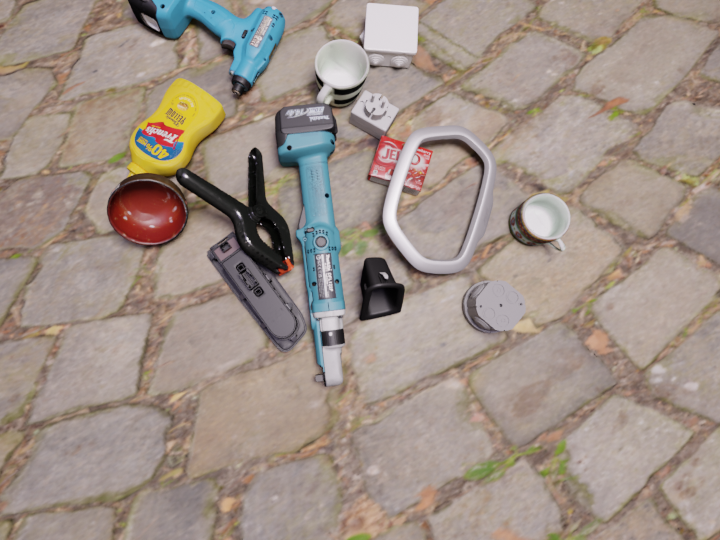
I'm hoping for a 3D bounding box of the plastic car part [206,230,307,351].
[{"bbox_3d":[-0.153,0.028,0.638,0.065,0.067,0.205,-36,85,-16],"label":"plastic car part"}]

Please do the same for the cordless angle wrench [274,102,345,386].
[{"bbox_3d":[-0.063,-0.041,0.649,0.097,0.074,0.427,-7,82,-4],"label":"cordless angle wrench"}]

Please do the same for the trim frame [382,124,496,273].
[{"bbox_3d":[0.131,-0.115,0.667,0.180,0.028,0.250,20,78,-11],"label":"trim frame"}]

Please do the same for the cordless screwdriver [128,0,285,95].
[{"bbox_3d":[-0.267,-0.405,0.712,0.248,0.074,0.160,23,80,-1],"label":"cordless screwdriver"}]

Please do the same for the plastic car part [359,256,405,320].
[{"bbox_3d":[0.025,0.018,0.623,0.065,0.113,0.074,-12,59,-7],"label":"plastic car part"}]
